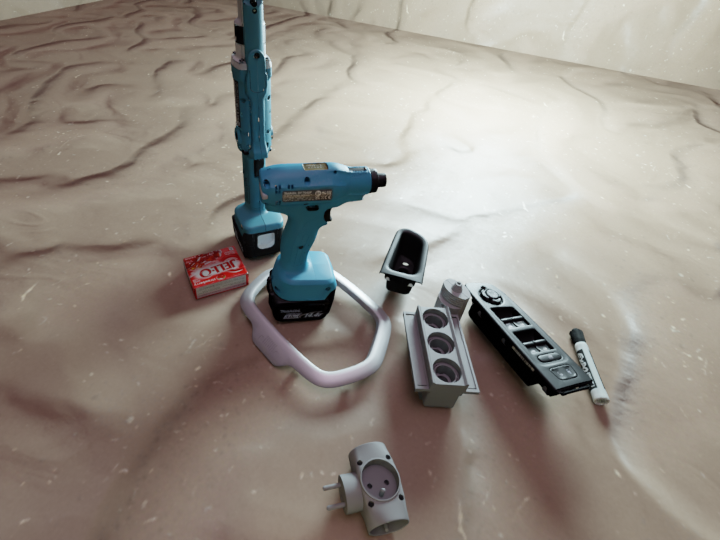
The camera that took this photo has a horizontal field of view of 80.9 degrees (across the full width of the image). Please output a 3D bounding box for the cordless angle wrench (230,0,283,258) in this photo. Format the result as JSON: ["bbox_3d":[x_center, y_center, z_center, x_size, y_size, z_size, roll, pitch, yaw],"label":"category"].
[{"bbox_3d":[-0.159,-0.202,0.632,0.072,0.412,0.103,-13,46,-23],"label":"cordless angle wrench"}]

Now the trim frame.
[{"bbox_3d":[-0.070,0.070,0.628,0.180,0.027,0.262,-30,53,-32],"label":"trim frame"}]

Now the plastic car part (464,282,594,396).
[{"bbox_3d":[0.219,0.095,0.598,0.065,0.065,0.213,-11,45,-19],"label":"plastic car part"}]

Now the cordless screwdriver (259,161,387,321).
[{"bbox_3d":[-0.057,-0.038,0.587,0.156,0.242,0.078,-4,43,-13],"label":"cordless screwdriver"}]

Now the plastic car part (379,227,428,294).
[{"bbox_3d":[0.072,-0.007,0.694,0.067,0.069,0.117,15,43,8],"label":"plastic car part"}]
